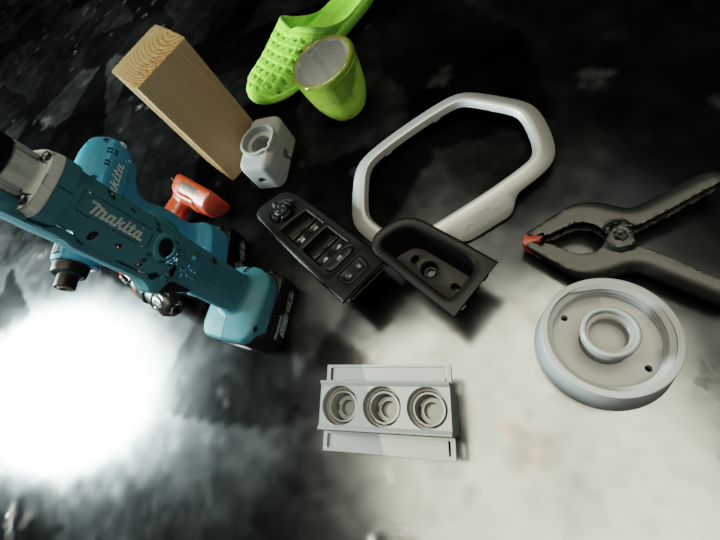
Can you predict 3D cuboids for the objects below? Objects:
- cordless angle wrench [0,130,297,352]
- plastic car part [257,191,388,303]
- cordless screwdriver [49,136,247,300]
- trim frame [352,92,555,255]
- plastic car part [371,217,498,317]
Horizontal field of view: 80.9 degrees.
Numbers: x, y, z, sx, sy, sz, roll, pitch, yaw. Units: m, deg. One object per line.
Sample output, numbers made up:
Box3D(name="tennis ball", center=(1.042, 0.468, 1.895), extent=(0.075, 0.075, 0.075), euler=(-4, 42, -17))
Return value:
Box3D(name="cordless angle wrench", center=(-0.189, -0.019, 0.372), extent=(0.077, 0.401, 0.099), euler=(4, 69, 24))
Box3D(name="plastic car part", center=(-0.051, -0.033, 0.517), extent=(0.066, 0.063, 0.214), euler=(-48, 57, -3))
Box3D(name="cordless screwdriver", center=(-0.233, -0.021, 0.493), extent=(0.076, 0.236, 0.163), euler=(-9, 64, 19))
Box3D(name="trim frame", center=(0.099, -0.120, 0.510), extent=(0.250, 0.026, 0.193), euler=(-33, 57, 7))
Box3D(name="plastic car part", center=(0.074, -0.004, 0.443), extent=(0.123, 0.067, 0.066), euler=(37, 85, 33))
